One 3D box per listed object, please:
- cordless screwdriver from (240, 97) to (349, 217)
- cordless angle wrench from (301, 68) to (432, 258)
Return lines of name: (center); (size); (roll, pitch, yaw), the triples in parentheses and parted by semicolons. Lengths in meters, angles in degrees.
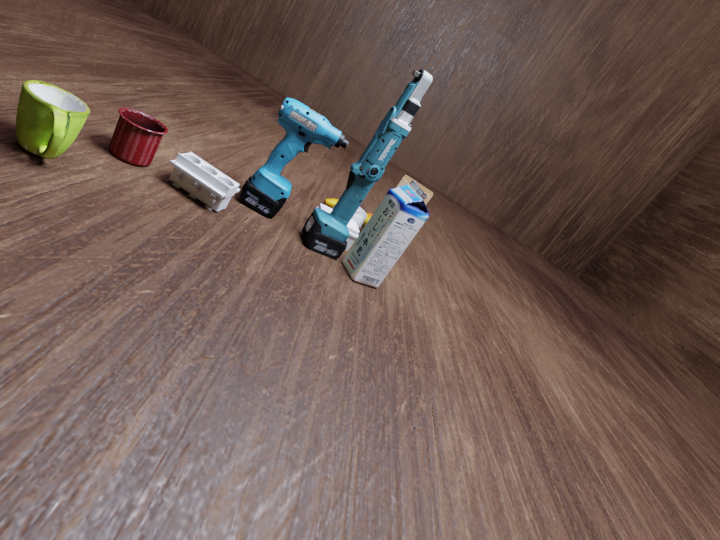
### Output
cordless screwdriver: (-0.149, -0.230, 0.926); (0.156, 0.249, 0.076); (30, 22, -10)
cordless angle wrench: (0.018, -0.216, 0.885); (0.094, 0.423, 0.078); (23, 24, -27)
